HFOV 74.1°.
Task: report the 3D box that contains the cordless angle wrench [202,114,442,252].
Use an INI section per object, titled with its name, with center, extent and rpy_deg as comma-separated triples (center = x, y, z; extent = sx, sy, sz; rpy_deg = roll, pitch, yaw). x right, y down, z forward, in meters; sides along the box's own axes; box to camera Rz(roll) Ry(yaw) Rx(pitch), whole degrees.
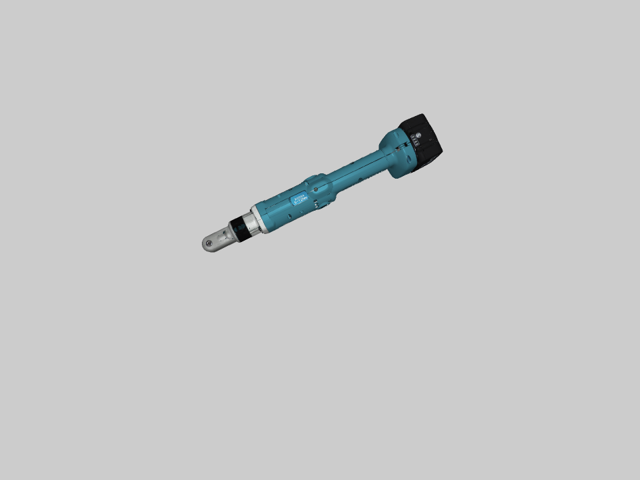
[cordless angle wrench]
center = -0.004, -0.081, 0.714
extent = 0.423, 0.074, 0.098
rpy_deg = -26, -3, -3
